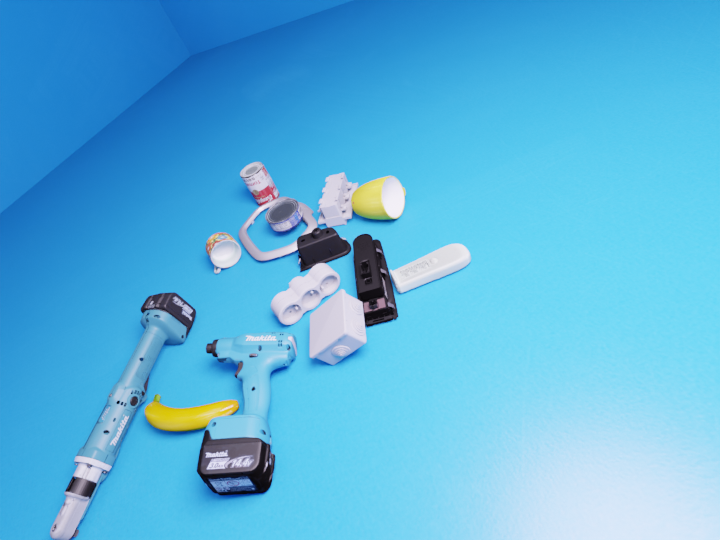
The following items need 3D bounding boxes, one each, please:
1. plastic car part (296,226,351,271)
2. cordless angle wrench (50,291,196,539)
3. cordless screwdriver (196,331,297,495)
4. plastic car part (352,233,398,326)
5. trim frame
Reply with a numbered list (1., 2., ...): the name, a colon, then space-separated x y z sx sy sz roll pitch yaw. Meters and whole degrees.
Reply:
1. plastic car part: -0.086 -0.056 0.877 0.118 0.067 0.068 -21 42 13
2. cordless angle wrench: -0.424 0.234 0.763 0.077 0.093 0.431 -10 47 24
3. cordless screwdriver: -0.192 0.202 0.658 0.161 0.071 0.255 -5 42 7
4. plastic car part: 0.014 0.003 0.772 0.067 0.064 0.210 -24 38 15
5. trim frame: -0.201 -0.106 1.024 0.183 0.026 0.263 -38 40 -9
